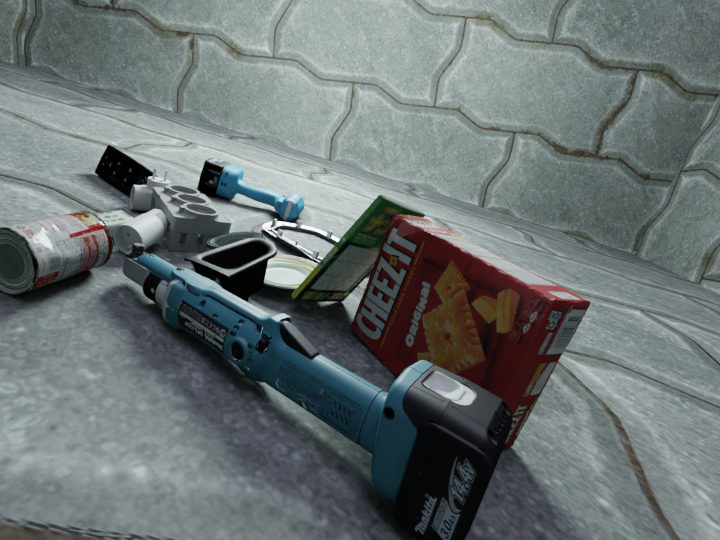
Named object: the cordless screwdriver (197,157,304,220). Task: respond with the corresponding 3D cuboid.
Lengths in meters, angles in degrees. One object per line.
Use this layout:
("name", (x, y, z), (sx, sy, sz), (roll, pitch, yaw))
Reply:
("cordless screwdriver", (-0.254, -0.195, 1.021), (0.249, 0.074, 0.160), (21, 17, -1))

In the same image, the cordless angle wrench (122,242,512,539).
("cordless angle wrench", (-0.093, 0.066, 0.390), (0.444, 0.097, 0.071), (23, 17, 29))

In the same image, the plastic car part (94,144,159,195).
("plastic car part", (-0.448, -0.181, 0.835), (0.214, 0.066, 0.063), (28, -6, 34))

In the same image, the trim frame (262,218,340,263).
("trim frame", (-0.081, -0.053, 0.832), (0.262, 0.027, 0.176), (31, 23, 32))

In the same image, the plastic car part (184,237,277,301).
("plastic car part", (-0.148, 0.008, 0.512), (0.069, 0.070, 0.113), (20, 21, 21))
